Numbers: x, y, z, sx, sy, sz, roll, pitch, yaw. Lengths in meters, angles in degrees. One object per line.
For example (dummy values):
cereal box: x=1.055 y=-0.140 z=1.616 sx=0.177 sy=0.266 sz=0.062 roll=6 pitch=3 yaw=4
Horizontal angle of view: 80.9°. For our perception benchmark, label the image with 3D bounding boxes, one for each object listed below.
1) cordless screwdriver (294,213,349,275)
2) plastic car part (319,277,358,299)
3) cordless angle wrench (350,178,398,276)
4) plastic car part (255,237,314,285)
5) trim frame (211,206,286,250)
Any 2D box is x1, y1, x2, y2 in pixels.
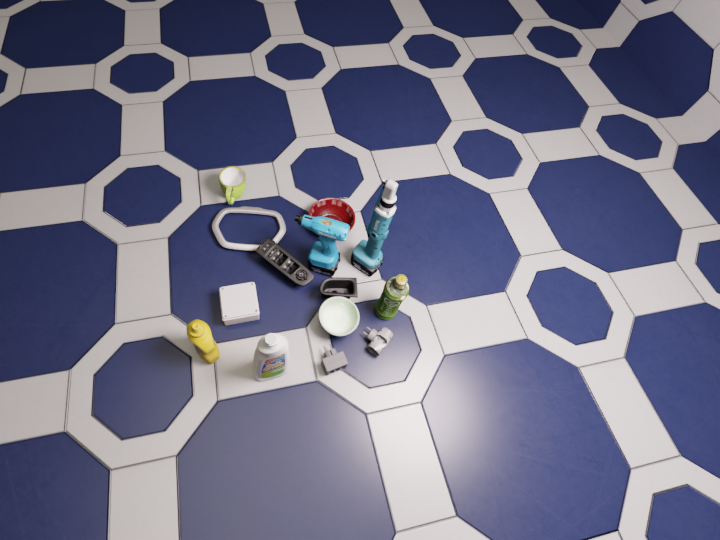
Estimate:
cordless screwdriver: x=-0.126 y=-0.082 z=1.290 sx=0.160 sy=0.244 sz=0.075 roll=19 pitch=60 yaw=2
plastic car part: x=-0.072 y=0.063 z=1.310 sx=0.116 sy=0.069 sz=0.068 roll=1 pitch=61 yaw=-5
cordless angle wrench: x=0.050 y=-0.120 z=1.226 sx=0.100 sy=0.415 sz=0.074 roll=36 pitch=62 yaw=10
plastic car part: x=-0.239 y=-0.015 z=1.345 sx=0.209 sy=0.065 sz=0.066 roll=35 pitch=63 yaw=15
trim frame: x=-0.377 y=-0.146 z=1.433 sx=0.247 sy=0.027 sz=0.189 roll=1 pitch=60 yaw=-4
